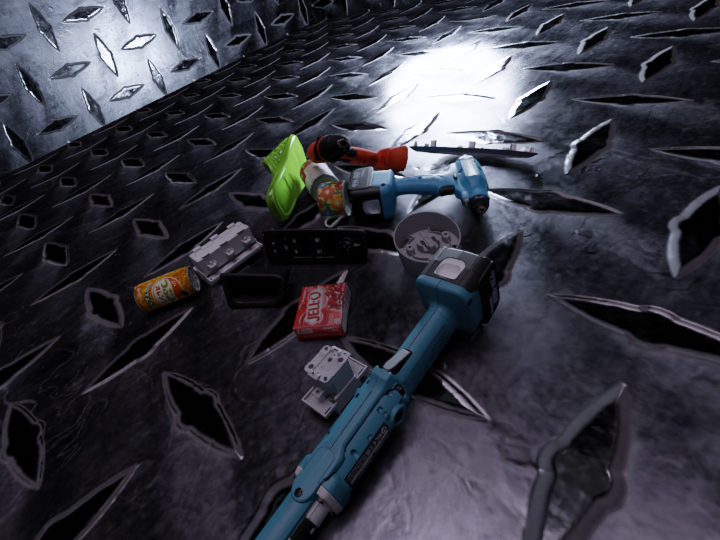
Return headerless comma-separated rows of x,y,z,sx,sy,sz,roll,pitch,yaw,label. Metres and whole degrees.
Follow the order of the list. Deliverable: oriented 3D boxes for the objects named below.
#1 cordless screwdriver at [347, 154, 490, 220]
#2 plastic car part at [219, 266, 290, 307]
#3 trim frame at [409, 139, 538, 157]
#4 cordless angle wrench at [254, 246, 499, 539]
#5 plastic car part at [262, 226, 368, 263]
0.103,-0.141,0.777,0.253,0.071,0.163,-7,39,11,cordless screwdriver
-0.168,0.020,0.719,0.119,0.064,0.071,-3,25,15,plastic car part
0.212,-0.238,0.827,0.262,0.027,0.176,13,16,38,trim frame
0.021,0.143,0.461,0.078,0.093,0.419,18,56,39,cordless angle wrench
-0.074,-0.049,0.759,0.212,0.065,0.065,2,16,28,plastic car part
